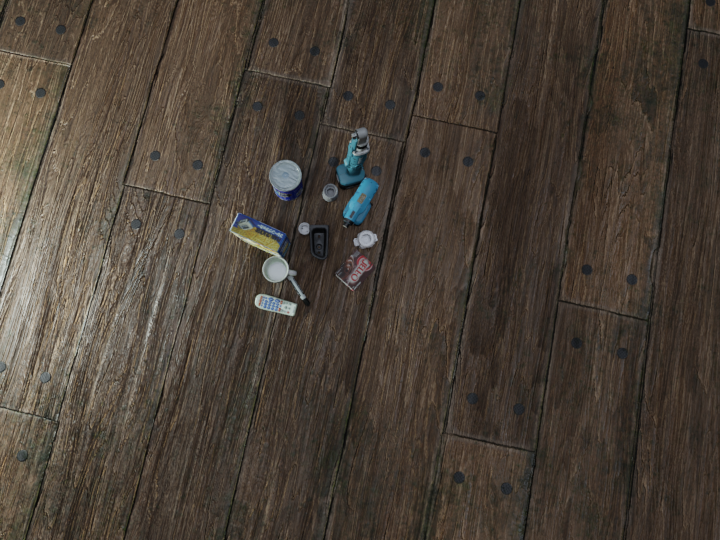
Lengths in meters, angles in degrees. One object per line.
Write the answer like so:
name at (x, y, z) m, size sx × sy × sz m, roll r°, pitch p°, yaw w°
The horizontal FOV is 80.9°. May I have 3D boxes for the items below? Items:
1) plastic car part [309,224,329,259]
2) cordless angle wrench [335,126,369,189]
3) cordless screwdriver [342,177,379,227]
plastic car part at (-0.138, -0.090, 1.412) m, size 0.066 × 0.071 × 0.117 m, roll 0°, pitch 84°, yaw -3°
cordless angle wrench at (-0.014, -0.336, 1.266) m, size 0.097 × 0.422 × 0.075 m, roll -16°, pitch 88°, yaw -6°
cordless screwdriver at (-0.015, -0.189, 1.335) m, size 0.074 × 0.248 × 0.159 m, roll 31°, pitch 84°, yaw -3°
